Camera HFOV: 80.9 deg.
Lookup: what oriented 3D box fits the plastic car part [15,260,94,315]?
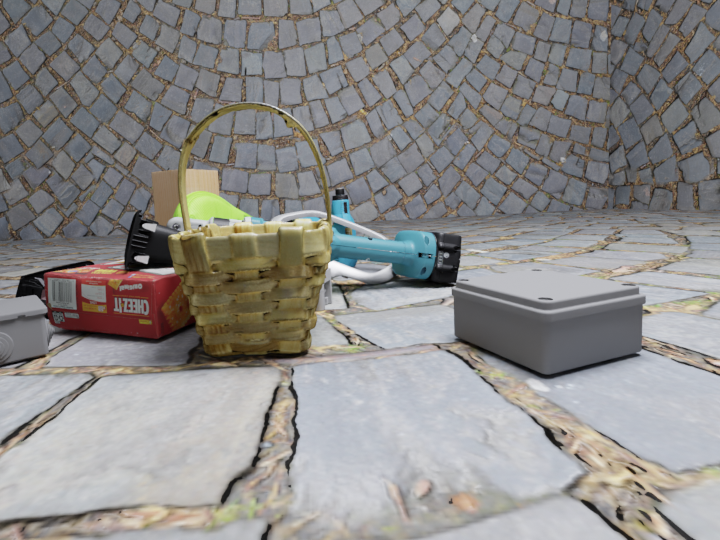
[{"bbox_3d":[-0.415,0.026,0.614,0.066,0.066,0.208,6,7,-14],"label":"plastic car part"}]

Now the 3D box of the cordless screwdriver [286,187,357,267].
[{"bbox_3d":[-0.091,-0.093,0.936,0.071,0.158,0.260,-6,7,-31],"label":"cordless screwdriver"}]

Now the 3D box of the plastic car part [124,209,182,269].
[{"bbox_3d":[-0.246,-0.033,0.513,0.068,0.066,0.121,13,-2,-27],"label":"plastic car part"}]

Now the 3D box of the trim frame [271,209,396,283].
[{"bbox_3d":[-0.047,-0.046,0.744,0.254,0.027,0.183,23,34,11],"label":"trim frame"}]

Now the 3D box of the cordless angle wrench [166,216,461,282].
[{"bbox_3d":[-0.060,-0.039,0.616,0.412,0.074,0.100,6,2,-15],"label":"cordless angle wrench"}]
